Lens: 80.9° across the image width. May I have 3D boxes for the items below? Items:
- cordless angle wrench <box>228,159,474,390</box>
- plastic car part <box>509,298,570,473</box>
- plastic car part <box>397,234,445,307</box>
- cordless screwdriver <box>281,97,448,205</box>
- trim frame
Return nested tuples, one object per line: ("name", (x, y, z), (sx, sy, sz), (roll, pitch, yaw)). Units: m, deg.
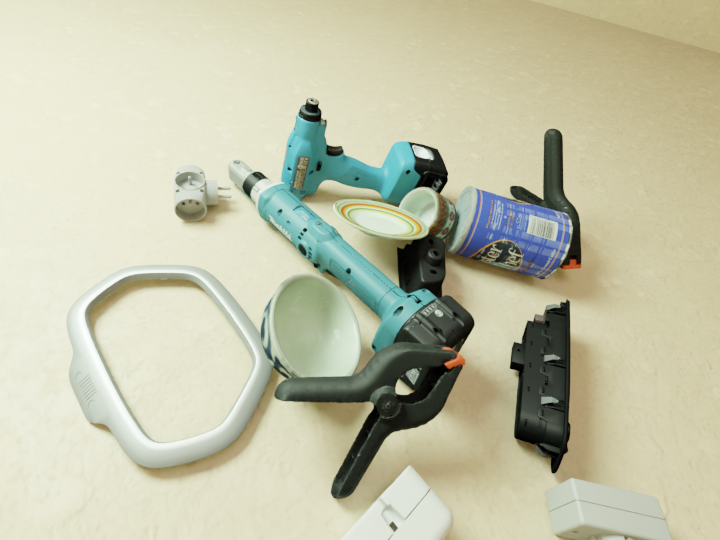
("cordless angle wrench", (-0.054, -0.035, 0.554), (0.072, 0.095, 0.444), (-29, 56, -31))
("plastic car part", (0.208, 0.119, 0.484), (0.068, 0.064, 0.205), (12, 45, 10))
("plastic car part", (0.089, -0.005, 0.567), (0.066, 0.069, 0.119), (10, 43, -5))
("cordless screwdriver", (0.009, -0.171, 0.646), (0.244, 0.157, 0.077), (6, 47, -12))
("trim frame", (-0.206, 0.083, 0.451), (0.179, 0.027, 0.260), (-28, 60, -34))
